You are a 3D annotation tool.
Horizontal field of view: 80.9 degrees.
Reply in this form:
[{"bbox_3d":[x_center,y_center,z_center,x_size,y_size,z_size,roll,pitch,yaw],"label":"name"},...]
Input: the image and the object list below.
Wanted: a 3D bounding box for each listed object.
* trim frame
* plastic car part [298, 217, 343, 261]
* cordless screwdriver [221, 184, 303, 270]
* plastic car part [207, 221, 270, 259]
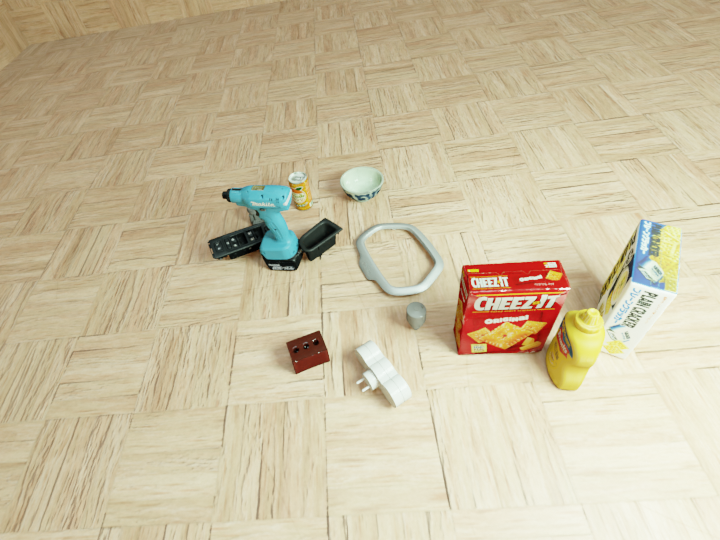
[{"bbox_3d":[0.089,-0.035,1.036,0.182,0.026,0.261,-22,49,-9],"label":"trim frame"},{"bbox_3d":[-0.105,-0.069,1.074,0.069,0.068,0.115,33,62,31],"label":"plastic car part"},{"bbox_3d":[-0.226,-0.104,1.014,0.163,0.239,0.076,5,50,12],"label":"cordless screwdriver"},{"bbox_3d":[-0.293,-0.075,1.118,0.201,0.064,0.070,-24,50,-11],"label":"plastic car part"}]
